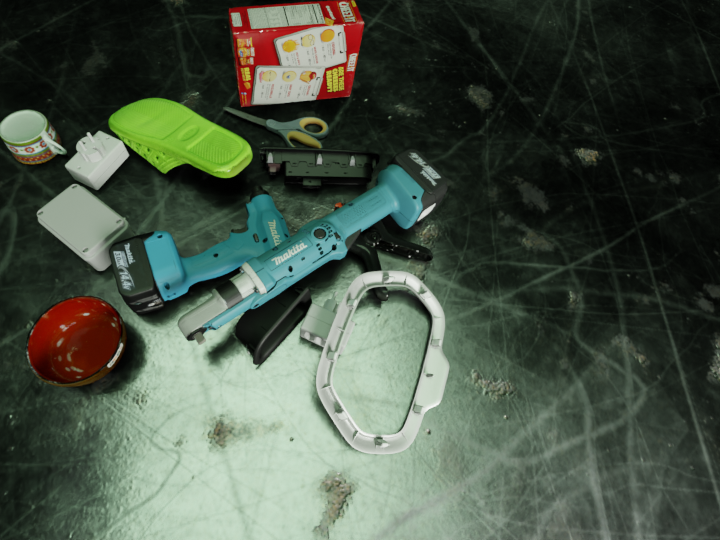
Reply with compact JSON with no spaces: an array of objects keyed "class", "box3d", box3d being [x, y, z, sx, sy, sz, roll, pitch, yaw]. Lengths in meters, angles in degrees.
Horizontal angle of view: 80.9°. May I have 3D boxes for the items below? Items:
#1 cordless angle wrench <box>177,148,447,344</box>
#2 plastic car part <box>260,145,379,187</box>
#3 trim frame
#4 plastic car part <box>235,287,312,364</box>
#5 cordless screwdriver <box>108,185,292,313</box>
[{"class":"cordless angle wrench","box3d":[-0.057,-0.037,0.585,0.416,0.073,0.101,-34,73,-23]},{"class":"plastic car part","box3d":[-0.064,-0.172,0.705,0.201,0.066,0.068,-4,75,-7]},{"class":"trim frame","box3d":[0.039,0.113,0.566,0.178,0.028,0.250,30,62,-16]},{"class":"plastic car part","box3d":[-0.129,0.063,0.587,0.074,0.064,0.115,37,68,21]},{"class":"cordless screwdriver","box3d":[-0.228,-0.038,0.621,0.243,0.073,0.165,-15,66,-16]}]
